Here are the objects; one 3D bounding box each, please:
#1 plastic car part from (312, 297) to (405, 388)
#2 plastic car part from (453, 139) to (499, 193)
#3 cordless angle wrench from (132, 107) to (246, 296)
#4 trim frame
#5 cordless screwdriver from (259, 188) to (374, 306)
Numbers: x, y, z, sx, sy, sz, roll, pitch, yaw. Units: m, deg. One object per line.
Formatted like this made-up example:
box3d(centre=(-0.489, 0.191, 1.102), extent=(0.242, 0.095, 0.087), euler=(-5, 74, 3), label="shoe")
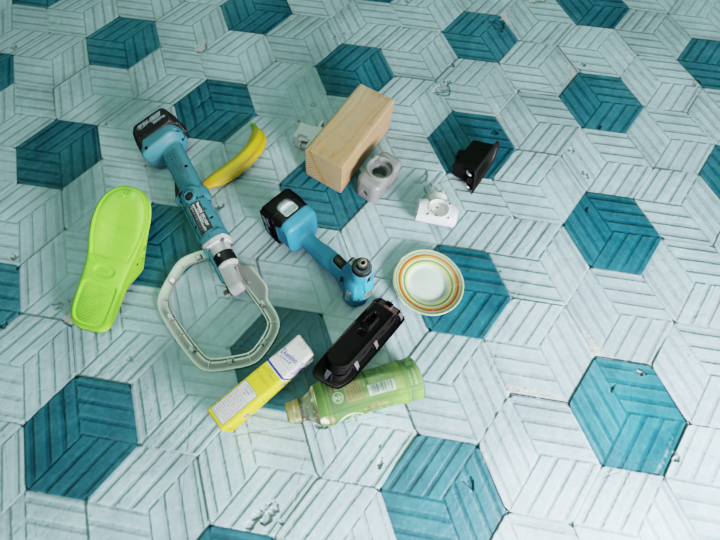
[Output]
box3d(centre=(0.003, 0.111, 0.699), extent=(0.068, 0.066, 0.200), euler=(36, 54, 14), label="plastic car part")
box3d(centre=(0.236, -0.231, 0.894), extent=(0.074, 0.063, 0.116), euler=(25, 64, 22), label="plastic car part")
box3d(centre=(-0.321, -0.134, 0.819), extent=(0.098, 0.071, 0.438), euler=(-34, 70, 2), label="cordless angle wrench")
box3d(centre=(-0.259, 0.065, 0.769), extent=(0.182, 0.027, 0.257), euler=(-37, 70, -17), label="trim frame")
box3d(centre=(-0.073, -0.048, 0.751), extent=(0.074, 0.155, 0.257), euler=(-41, 72, -18), label="cordless screwdriver")
